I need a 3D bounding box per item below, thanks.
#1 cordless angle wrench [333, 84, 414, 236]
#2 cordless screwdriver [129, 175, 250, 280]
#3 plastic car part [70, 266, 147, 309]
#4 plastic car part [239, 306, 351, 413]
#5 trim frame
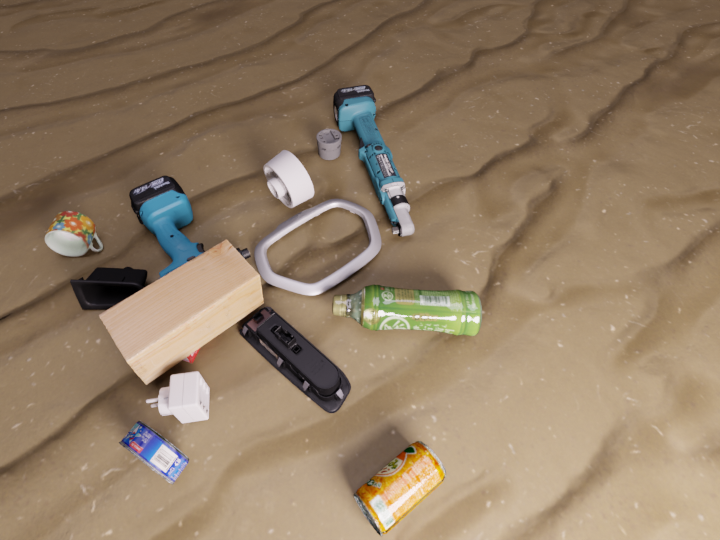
[{"bbox_3d":[0.034,-0.240,0.896,0.097,0.072,0.441,-12,55,-8],"label":"cordless angle wrench"},{"bbox_3d":[-0.319,-0.072,0.781,0.156,0.072,0.260,-26,60,-18],"label":"cordless screwdriver"},{"bbox_3d":[-0.416,0.023,0.724,0.116,0.064,0.073,-2,39,-4],"label":"plastic car part"},{"bbox_3d":[-0.096,0.121,0.632,0.212,0.065,0.065,37,54,23],"label":"plastic car part"},{"bbox_3d":[-0.076,-0.050,0.781,0.245,0.026,0.193,-36,60,-21],"label":"trim frame"}]
